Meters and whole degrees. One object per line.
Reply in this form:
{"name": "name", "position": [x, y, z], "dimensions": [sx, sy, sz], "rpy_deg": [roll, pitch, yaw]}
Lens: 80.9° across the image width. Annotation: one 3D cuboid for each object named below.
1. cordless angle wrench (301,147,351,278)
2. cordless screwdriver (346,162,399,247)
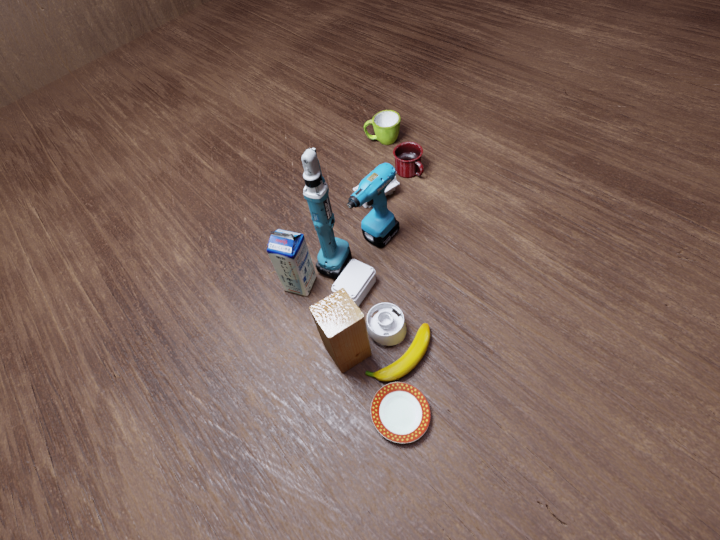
{"name": "cordless angle wrench", "position": [-0.091, -0.128, 1.045], "dimensions": [0.077, 0.406, 0.098], "rpy_deg": [19, 59, 19]}
{"name": "cordless screwdriver", "position": [0.033, -0.156, 1.143], "dimensions": [0.078, 0.239, 0.158], "rpy_deg": [35, 66, 27]}
